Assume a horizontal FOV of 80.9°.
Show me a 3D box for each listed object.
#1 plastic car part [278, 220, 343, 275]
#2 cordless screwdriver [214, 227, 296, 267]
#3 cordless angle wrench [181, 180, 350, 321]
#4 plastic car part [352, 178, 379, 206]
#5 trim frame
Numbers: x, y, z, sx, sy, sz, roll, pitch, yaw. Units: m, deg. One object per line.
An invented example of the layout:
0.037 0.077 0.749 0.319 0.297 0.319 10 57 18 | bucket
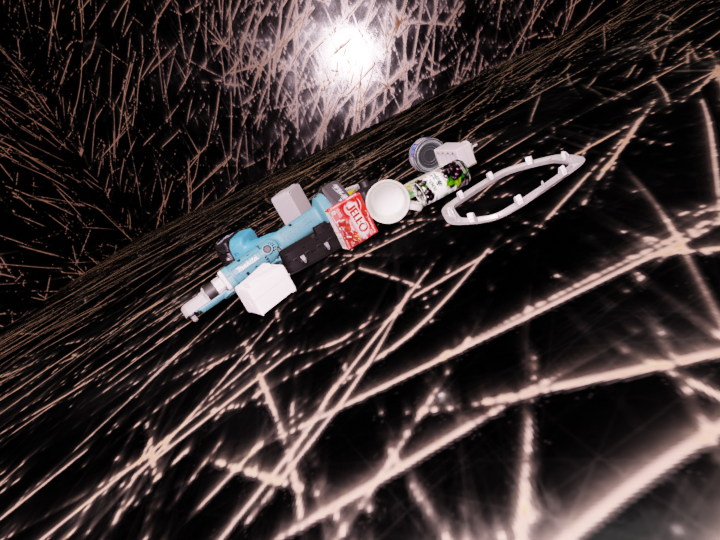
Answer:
-0.083 -0.054 0.850 0.201 0.064 0.070 -35 31 -13 | plastic car part
-0.234 -0.082 1.069 0.257 0.072 0.159 -12 25 26 | cordless screwdriver
-0.194 -0.037 0.896 0.419 0.100 0.074 -37 -9 -14 | cordless angle wrench
0.018 -0.176 0.992 0.068 0.068 0.116 -12 28 35 | plastic car part
0.247 -0.140 0.704 0.245 0.027 0.192 -31 23 -15 | trim frame
